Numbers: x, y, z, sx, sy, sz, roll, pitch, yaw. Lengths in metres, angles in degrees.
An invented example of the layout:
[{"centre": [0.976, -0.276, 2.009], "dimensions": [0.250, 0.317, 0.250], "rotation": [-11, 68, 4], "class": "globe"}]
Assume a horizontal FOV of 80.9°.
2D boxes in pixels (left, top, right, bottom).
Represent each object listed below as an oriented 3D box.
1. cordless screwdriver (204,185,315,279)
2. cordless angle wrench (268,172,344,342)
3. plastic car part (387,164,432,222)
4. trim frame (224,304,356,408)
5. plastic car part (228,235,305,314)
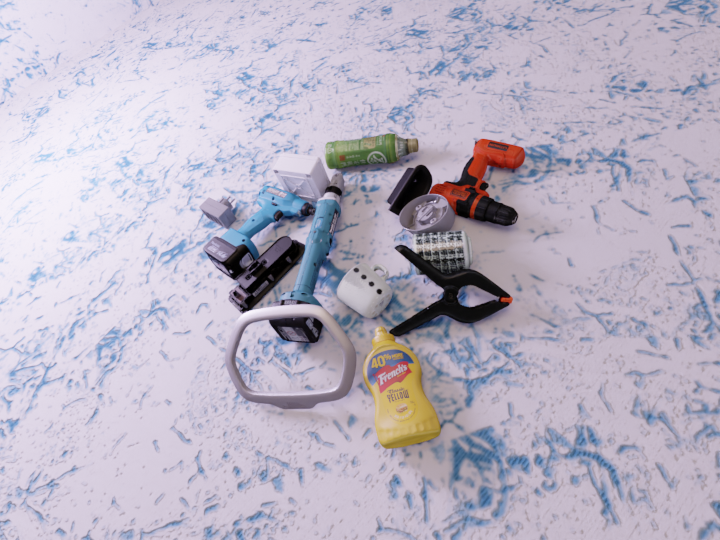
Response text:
[{"centre": [-0.227, -0.090, 0.973], "dimensions": [0.167, 0.071, 0.248], "rotation": [21, 62, 29], "class": "cordless screwdriver"}, {"centre": [-0.087, -0.057, 0.893], "dimensions": [0.077, 0.093, 0.430], "rotation": [-2, 53, 19], "class": "cordless angle wrench"}, {"centre": [0.100, -0.172, 0.910], "dimensions": [0.116, 0.063, 0.074], "rotation": [-62, 28, 5], "class": "plastic car part"}, {"centre": [-0.126, 0.152, 0.732], "dimensions": [0.255, 0.027, 0.184], "rotation": [-9, 89, 17], "class": "trim frame"}, {"centre": [-0.206, -0.005, 0.914], "dimensions": [0.201, 0.064, 0.070], "rotation": [-44, 48, -17], "class": "plastic car part"}]
